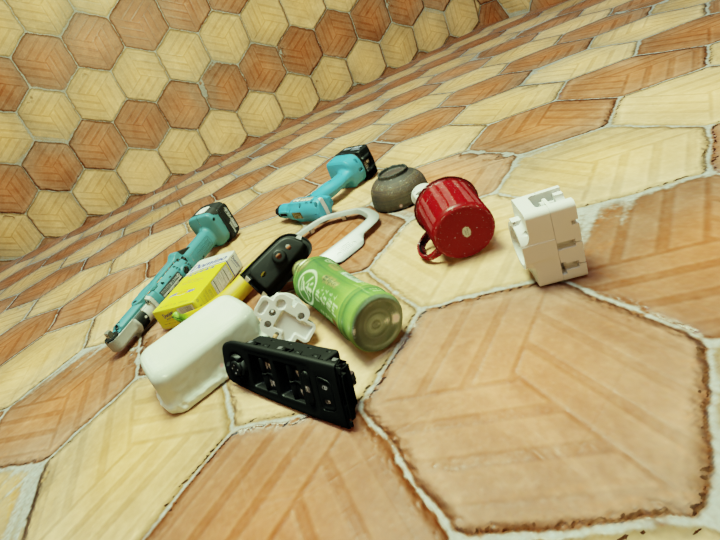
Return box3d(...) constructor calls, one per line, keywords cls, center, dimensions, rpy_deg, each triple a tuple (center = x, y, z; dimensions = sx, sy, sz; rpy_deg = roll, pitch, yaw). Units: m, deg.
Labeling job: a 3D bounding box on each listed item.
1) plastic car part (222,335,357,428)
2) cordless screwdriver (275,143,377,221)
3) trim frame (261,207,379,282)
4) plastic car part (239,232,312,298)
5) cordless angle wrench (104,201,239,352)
box3d(cls="plastic car part", center=(-0.081, 0.105, 0.466), dimensions=(0.212, 0.064, 0.066), rpy_deg=(-1, 24, 38))
box3d(cls="cordless screwdriver", center=(-0.080, -0.197, 0.983), dimensions=(0.167, 0.071, 0.247), rpy_deg=(3, 42, 43))
box3d(cls="trim frame", center=(-0.075, -0.049, 0.768), dimensions=(0.244, 0.026, 0.194), rpy_deg=(-38, 29, -27))
box3d(cls="plastic car part", center=(-0.128, -0.014, 0.649), dimensions=(0.116, 0.066, 0.071), rpy_deg=(-48, 0, -3))
box3d(cls="cordless angle wrench", center=(-0.380, 0.002, 0.876), dimensions=(0.076, 0.094, 0.428), rpy_deg=(-13, 34, 22))
